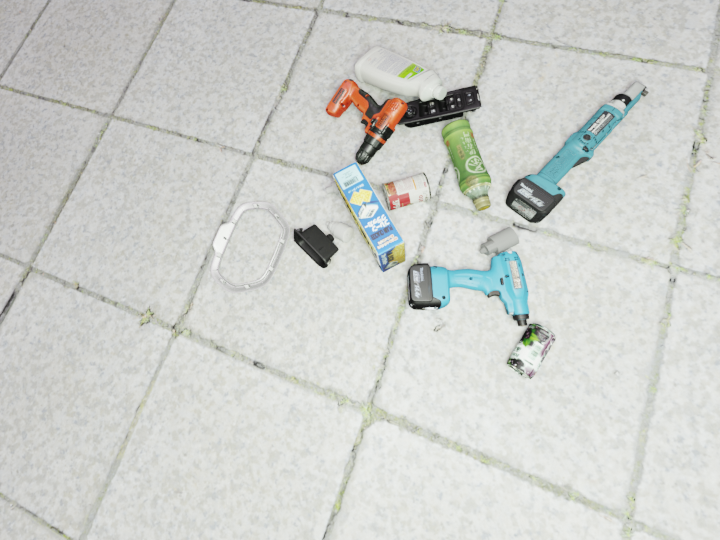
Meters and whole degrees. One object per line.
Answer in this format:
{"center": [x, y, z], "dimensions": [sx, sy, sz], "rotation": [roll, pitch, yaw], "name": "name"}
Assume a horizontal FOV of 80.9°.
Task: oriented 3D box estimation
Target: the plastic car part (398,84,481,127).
{"center": [0.189, -0.401, 1.055], "dimensions": [0.207, 0.065, 0.067], "rotation": [-7, 81, 13], "name": "plastic car part"}

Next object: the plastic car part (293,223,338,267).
{"center": [-0.099, -0.065, 1.018], "dimensions": [0.120, 0.065, 0.070], "rotation": [42, 70, 15], "name": "plastic car part"}

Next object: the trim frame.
{"center": [-0.281, -0.062, 1.064], "dimensions": [0.190, 0.026, 0.249], "rotation": [18, 79, 16], "name": "trim frame"}

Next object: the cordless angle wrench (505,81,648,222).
{"center": [0.505, -0.286, 0.963], "dimensions": [0.101, 0.072, 0.421], "rotation": [42, 82, 17], "name": "cordless angle wrench"}

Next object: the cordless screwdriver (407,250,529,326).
{"center": [0.230, 0.049, 0.910], "dimensions": [0.251, 0.072, 0.162], "rotation": [-6, 73, 4], "name": "cordless screwdriver"}
